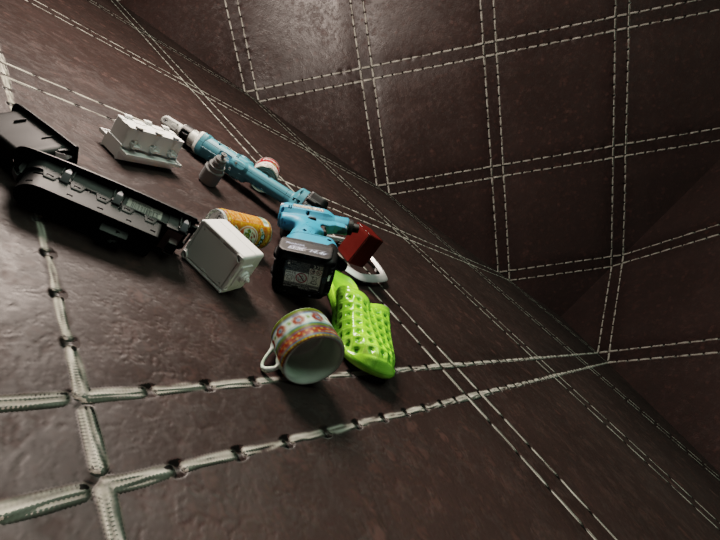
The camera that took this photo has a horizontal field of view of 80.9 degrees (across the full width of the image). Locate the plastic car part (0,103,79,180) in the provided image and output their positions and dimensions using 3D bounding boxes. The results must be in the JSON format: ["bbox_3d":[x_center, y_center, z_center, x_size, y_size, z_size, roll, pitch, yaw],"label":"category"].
[{"bbox_3d":[-0.399,-0.144,0.493,0.118,0.066,0.070,35,30,7],"label":"plastic car part"}]

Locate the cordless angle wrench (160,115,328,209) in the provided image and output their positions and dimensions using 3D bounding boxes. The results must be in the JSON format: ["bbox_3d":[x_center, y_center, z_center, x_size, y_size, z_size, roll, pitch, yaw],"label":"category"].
[{"bbox_3d":[-0.269,-0.228,0.947,0.425,0.074,0.097,33,-6,2],"label":"cordless angle wrench"}]

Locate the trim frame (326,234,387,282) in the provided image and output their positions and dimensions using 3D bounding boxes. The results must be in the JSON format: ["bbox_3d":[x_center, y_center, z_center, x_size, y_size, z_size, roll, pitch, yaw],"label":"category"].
[{"bbox_3d":[-0.026,-0.032,0.985,0.192,0.027,0.238,44,20,21],"label":"trim frame"}]

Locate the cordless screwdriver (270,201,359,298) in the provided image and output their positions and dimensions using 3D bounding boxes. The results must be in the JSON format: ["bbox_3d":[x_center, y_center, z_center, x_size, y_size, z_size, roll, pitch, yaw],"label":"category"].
[{"bbox_3d":[-0.072,-0.047,0.733,0.157,0.073,0.256,8,27,-9],"label":"cordless screwdriver"}]

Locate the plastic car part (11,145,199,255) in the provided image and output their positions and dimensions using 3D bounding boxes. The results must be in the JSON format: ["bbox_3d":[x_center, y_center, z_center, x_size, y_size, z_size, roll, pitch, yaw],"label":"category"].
[{"bbox_3d":[-0.295,-0.066,0.484,0.194,0.067,0.069,29,44,-27],"label":"plastic car part"}]
